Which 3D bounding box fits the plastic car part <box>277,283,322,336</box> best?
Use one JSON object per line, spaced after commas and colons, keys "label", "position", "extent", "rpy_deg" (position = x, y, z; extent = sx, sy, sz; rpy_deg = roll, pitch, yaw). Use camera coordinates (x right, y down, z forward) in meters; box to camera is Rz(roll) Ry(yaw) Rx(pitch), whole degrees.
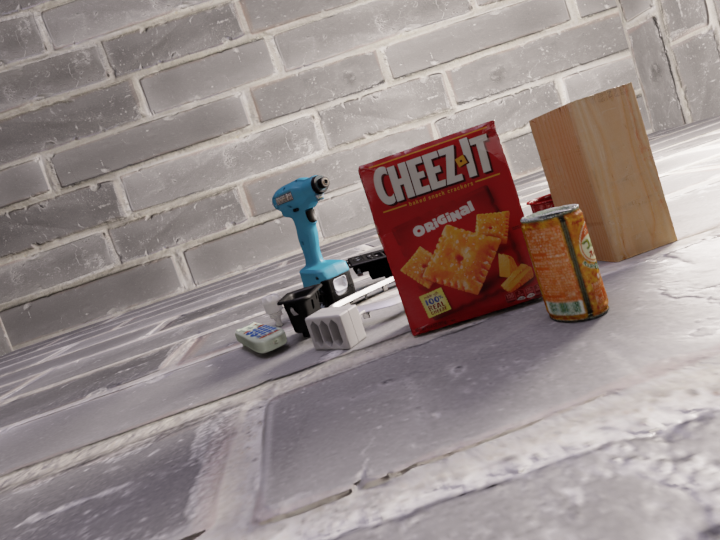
{"label": "plastic car part", "position": [-0.089, 0.067, 0.666], "extent": [0.066, 0.070, 0.117], "rpy_deg": [-18, 7, 4]}

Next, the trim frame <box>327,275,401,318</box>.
{"label": "trim frame", "position": [0.051, 0.036, 0.707], "extent": [0.241, 0.027, 0.192], "rpy_deg": [-25, 11, -37]}

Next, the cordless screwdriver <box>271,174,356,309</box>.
{"label": "cordless screwdriver", "position": [-0.076, -0.050, 0.778], "extent": [0.072, 0.247, 0.165], "rpy_deg": [-21, 6, -36]}

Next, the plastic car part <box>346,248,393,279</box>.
{"label": "plastic car part", "position": [0.077, -0.022, 0.876], "extent": [0.203, 0.066, 0.067], "rpy_deg": [-19, 6, -1]}
